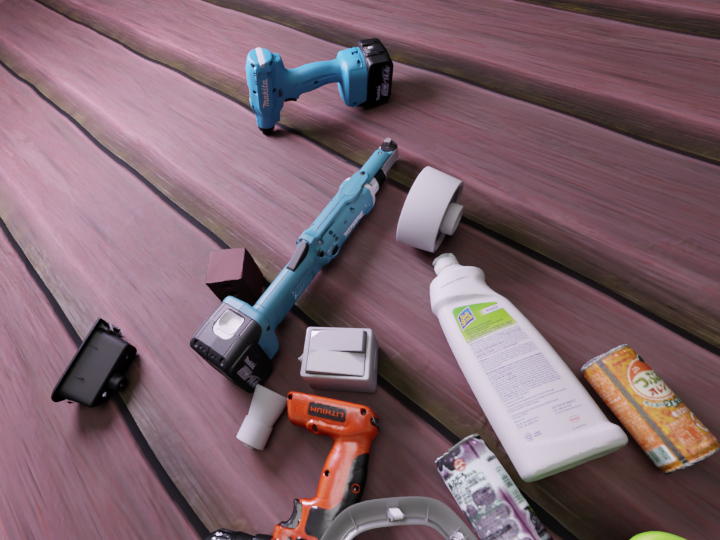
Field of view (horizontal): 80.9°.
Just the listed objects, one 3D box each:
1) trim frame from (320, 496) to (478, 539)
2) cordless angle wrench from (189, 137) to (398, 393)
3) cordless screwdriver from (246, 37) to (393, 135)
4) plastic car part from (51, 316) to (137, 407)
[{"bbox_3d":[0.022,0.315,0.340,0.183,0.027,0.249,31,66,-3],"label":"trim frame"},{"bbox_3d":[-0.058,-0.038,0.590,0.078,0.094,0.422,23,63,25],"label":"cordless angle wrench"},{"bbox_3d":[-0.074,-0.321,0.753,0.245,0.155,0.077,-10,60,-10],"label":"cordless screwdriver"},{"bbox_3d":[-0.352,0.135,0.579,0.072,0.064,0.117,17,67,7],"label":"plastic car part"}]
